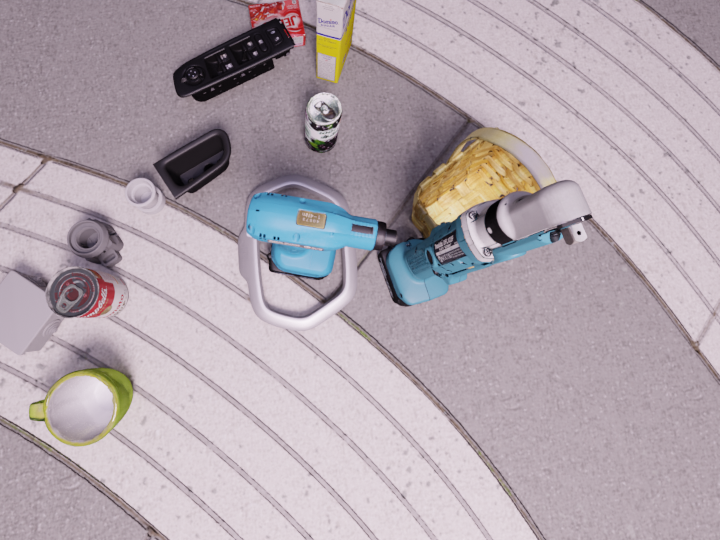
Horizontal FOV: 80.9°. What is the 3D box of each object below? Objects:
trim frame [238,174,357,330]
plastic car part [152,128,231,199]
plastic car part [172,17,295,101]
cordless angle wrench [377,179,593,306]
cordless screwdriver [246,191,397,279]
[{"bbox_3d":[-0.099,-0.032,0.659,0.183,0.027,0.251,-6,80,-3],"label":"trim frame"},{"bbox_3d":[-0.245,-0.160,0.655,0.116,0.071,0.067,-34,86,-9],"label":"plastic car part"},{"bbox_3d":[-0.208,-0.334,0.690,0.201,0.067,0.067,-27,85,-7],"label":"plastic car part"},{"bbox_3d":[0.101,-0.020,0.465,0.074,0.422,0.099,-18,86,-9],"label":"cordless angle wrench"},{"bbox_3d":[-0.054,-0.035,0.549,0.158,0.248,0.075,10,82,-5],"label":"cordless screwdriver"}]
